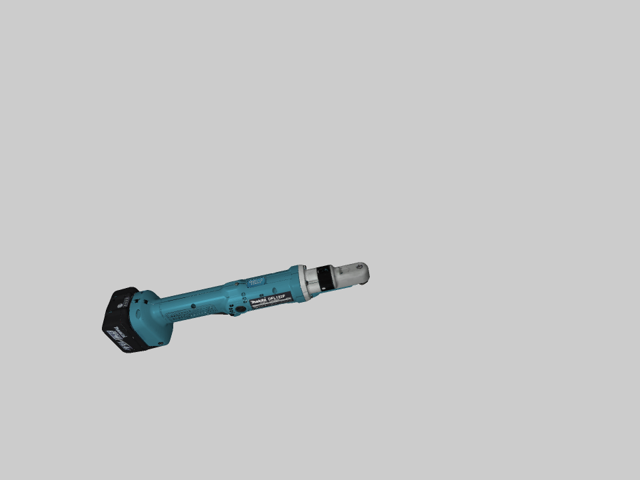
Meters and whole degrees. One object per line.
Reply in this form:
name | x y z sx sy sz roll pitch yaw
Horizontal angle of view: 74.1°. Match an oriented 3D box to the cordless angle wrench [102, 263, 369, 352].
cordless angle wrench | -0.130 0.093 0.688 0.423 0.098 0.074 -12 43 3
